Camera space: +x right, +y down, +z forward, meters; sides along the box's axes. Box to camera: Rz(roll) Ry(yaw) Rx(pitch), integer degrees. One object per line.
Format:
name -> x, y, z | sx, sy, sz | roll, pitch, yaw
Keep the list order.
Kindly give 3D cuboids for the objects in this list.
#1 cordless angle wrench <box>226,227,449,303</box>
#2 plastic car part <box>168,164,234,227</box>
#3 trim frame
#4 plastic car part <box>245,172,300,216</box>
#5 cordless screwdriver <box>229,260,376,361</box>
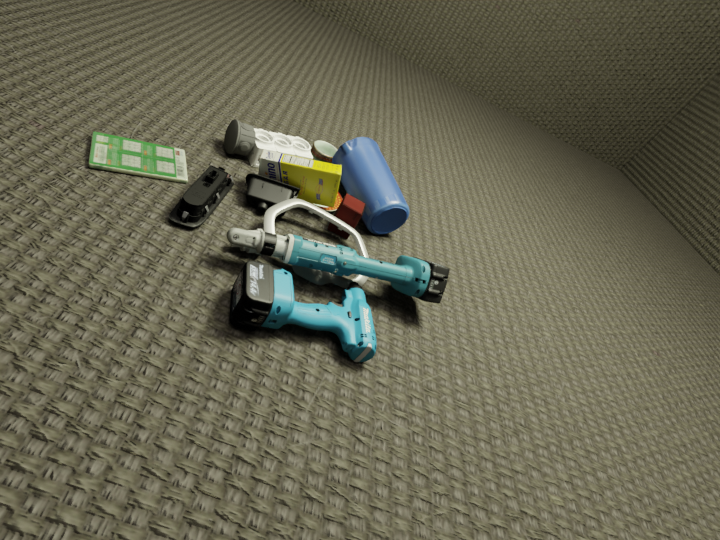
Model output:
cordless angle wrench -> -0.036, -0.018, 0.779 | 0.408, 0.074, 0.102 | 13, 6, -20
plastic car part -> -0.301, -0.154, 0.825 | 0.065, 0.067, 0.206 | 30, 38, -15
trim frame -> -0.083, -0.054, 0.852 | 0.242, 0.028, 0.187 | 28, 44, -15
plastic car part -> -0.195, -0.152, 0.897 | 0.113, 0.066, 0.073 | 16, 53, -15
cordless screwdriver -> -0.089, 0.051, 0.714 | 0.240, 0.074, 0.165 | 20, 37, -20
